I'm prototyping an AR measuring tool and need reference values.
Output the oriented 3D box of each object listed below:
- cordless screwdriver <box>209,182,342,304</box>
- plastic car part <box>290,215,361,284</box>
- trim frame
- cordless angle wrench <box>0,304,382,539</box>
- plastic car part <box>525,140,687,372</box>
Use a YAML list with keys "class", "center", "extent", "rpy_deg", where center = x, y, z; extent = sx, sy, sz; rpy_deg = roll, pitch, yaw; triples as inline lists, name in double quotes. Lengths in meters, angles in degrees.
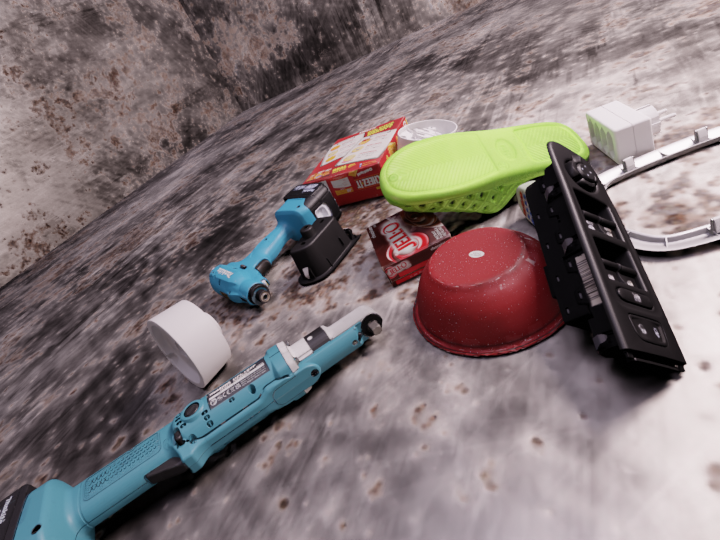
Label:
- class: "cordless screwdriver"
  center: [-0.128, -0.043, 0.699]
  extent: [0.168, 0.071, 0.247]
  rpy_deg: [12, 53, 50]
- class: "plastic car part"
  center: [-0.062, -0.041, 0.639]
  extent: [0.069, 0.068, 0.116]
  rpy_deg: [-4, 35, 41]
- class: "trim frame"
  center: [0.344, -0.091, 0.403]
  extent: [0.252, 0.026, 0.189]
  rpy_deg: [-21, 32, 12]
- class: "cordless angle wrench"
  center: [-0.156, 0.159, 0.423]
  extent: [0.419, 0.071, 0.103]
  rpy_deg: [-33, 29, -11]
- class: "plastic car part"
  center: [0.184, -0.018, 0.348]
  extent: [0.067, 0.064, 0.208]
  rpy_deg: [127, 149, -56]
